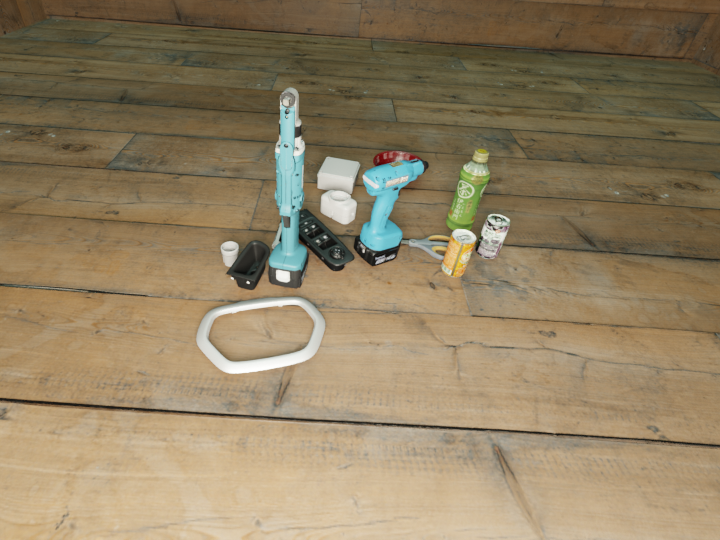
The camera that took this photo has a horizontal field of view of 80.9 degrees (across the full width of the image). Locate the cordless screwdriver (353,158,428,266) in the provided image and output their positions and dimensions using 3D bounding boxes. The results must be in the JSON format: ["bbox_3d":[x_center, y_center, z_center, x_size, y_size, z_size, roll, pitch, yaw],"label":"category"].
[{"bbox_3d":[0.070,-0.135,0.962,0.155,0.242,0.078,-20,48,-28],"label":"cordless screwdriver"}]

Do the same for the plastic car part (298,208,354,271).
[{"bbox_3d":[-0.098,-0.064,1.002,0.064,0.065,0.214,-25,49,-31],"label":"plastic car part"}]

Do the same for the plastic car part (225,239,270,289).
[{"bbox_3d":[-0.235,-0.003,0.919,0.067,0.069,0.117,13,42,8],"label":"plastic car part"}]

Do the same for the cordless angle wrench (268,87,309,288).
[{"bbox_3d":[-0.139,-0.143,0.826,0.075,0.412,0.100,11,41,3],"label":"cordless angle wrench"}]

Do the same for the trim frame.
[{"bbox_3d":[-0.189,0.116,0.819,0.243,0.027,0.193,-10,43,-15],"label":"trim frame"}]
